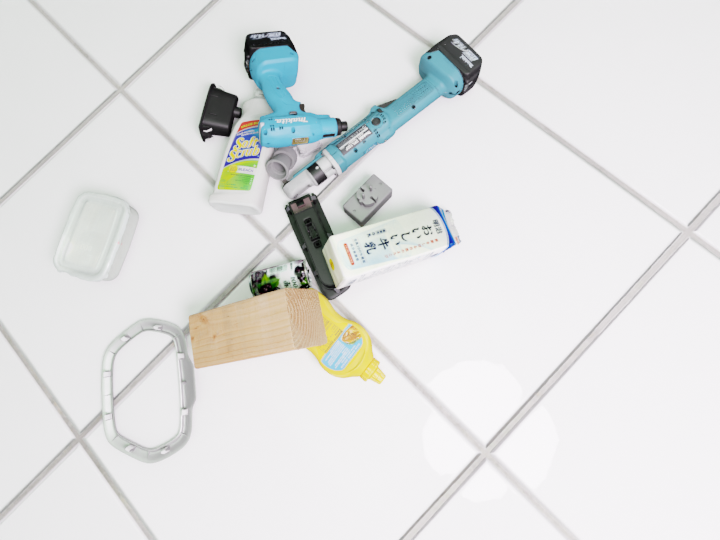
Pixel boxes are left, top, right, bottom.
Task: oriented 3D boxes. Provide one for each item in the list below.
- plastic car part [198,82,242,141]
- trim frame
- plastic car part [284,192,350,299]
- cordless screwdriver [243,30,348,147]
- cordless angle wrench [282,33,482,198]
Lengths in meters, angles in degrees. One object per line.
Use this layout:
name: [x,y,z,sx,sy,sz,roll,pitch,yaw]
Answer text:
plastic car part: [-0.276,-0.317,0.849,0.070,0.066,0.117,14,77,-8]
trim frame: [-0.381,0.212,0.758,0.185,0.027,0.253,-10,75,4]
plastic car part: [-0.074,-0.049,0.760,0.066,0.066,0.207,-22,79,-7]
cordless screwdriver: [-0.128,-0.335,0.786,0.156,0.073,0.257,-11,64,-15]
cordless angle wrench: [0.030,-0.268,0.790,0.423,0.072,0.100,-37,77,1]
